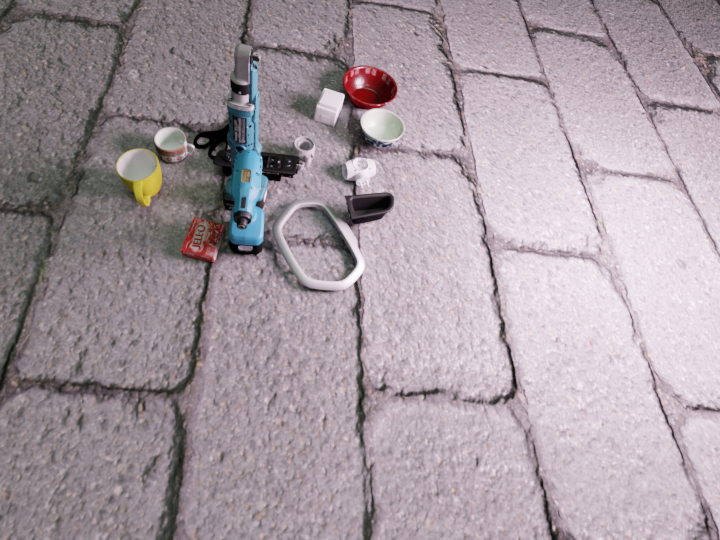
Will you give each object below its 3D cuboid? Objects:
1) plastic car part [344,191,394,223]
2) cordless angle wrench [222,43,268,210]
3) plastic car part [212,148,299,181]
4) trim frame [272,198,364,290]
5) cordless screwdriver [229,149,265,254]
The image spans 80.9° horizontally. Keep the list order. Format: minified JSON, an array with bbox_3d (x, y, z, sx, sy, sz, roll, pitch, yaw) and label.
[{"bbox_3d":[0.020,-0.142,1.012,0.114,0.070,0.068,-8,65,-14],"label":"plastic car part"},{"bbox_3d":[-0.229,-0.257,0.835,0.097,0.419,0.076,15,62,-7],"label":"cordless angle wrench"},{"bbox_3d":[-0.254,-0.255,1.031,0.201,0.066,0.068,8,62,-5],"label":"plastic car part"},{"bbox_3d":[-0.095,-0.062,0.975,0.180,0.027,0.257,-25,69,-21],"label":"trim frame"},{"bbox_3d":[-0.230,-0.104,0.850,0.073,0.246,0.163,4,63,-12],"label":"cordless screwdriver"}]
